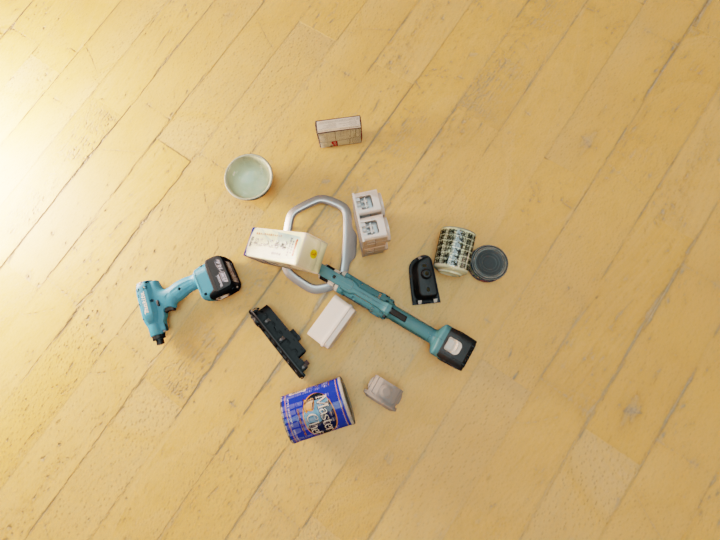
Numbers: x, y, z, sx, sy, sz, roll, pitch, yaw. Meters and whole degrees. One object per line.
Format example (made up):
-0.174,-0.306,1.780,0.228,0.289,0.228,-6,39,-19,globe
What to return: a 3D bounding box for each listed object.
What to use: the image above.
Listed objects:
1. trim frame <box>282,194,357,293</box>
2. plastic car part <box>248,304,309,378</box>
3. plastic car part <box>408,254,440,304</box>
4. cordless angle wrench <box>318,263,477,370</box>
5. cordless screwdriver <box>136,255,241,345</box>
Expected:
-0.102,-0.067,1.040,0.186,0.027,0.251,2,77,7,trim frame
-0.185,0.156,0.986,0.066,0.065,0.207,-43,78,-14,plastic car part
0.149,0.019,0.976,0.066,0.070,0.118,-7,82,0,plastic car part
0.046,0.079,0.958,0.432,0.096,0.074,30,83,10,cordless angle wrench
-0.413,0.069,1.021,0.250,0.072,0.162,-21,79,5,cordless screwdriver
